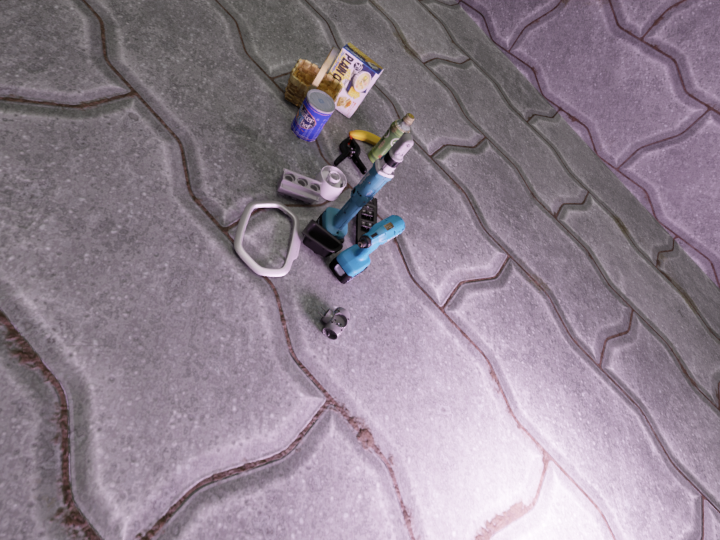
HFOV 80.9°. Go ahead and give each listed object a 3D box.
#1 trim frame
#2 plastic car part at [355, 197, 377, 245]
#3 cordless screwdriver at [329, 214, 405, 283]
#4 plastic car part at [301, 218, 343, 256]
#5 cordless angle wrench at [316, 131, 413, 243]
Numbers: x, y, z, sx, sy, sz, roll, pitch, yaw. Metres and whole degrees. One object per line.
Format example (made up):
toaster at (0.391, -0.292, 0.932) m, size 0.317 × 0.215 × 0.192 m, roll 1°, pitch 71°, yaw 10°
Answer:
trim frame at (-0.247, -0.092, 1.151) m, size 0.178 × 0.028 × 0.254 m, roll 20°, pitch 52°, yaw -18°
plastic car part at (0.010, -0.141, 1.309) m, size 0.064 × 0.068 × 0.209 m, roll 17°, pitch 53°, yaw -23°
cordless screwdriver at (-0.001, -0.047, 1.115) m, size 0.155 × 0.251 × 0.075 m, roll -31°, pitch 83°, yaw -42°
plastic car part at (-0.116, -0.076, 1.188) m, size 0.116 × 0.071 × 0.066 m, roll 39°, pitch 48°, yaw -4°
cordless angle wrench at (0.005, -0.202, 1.106) m, size 0.071 × 0.428 × 0.101 m, roll 14°, pitch 56°, yaw -27°
